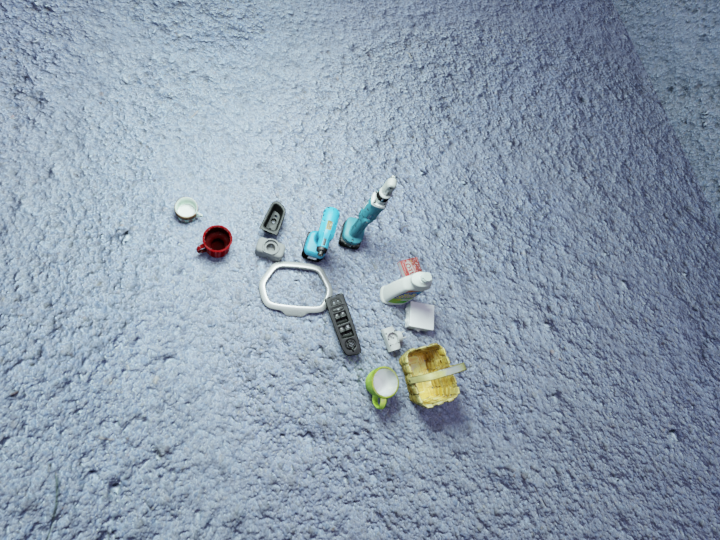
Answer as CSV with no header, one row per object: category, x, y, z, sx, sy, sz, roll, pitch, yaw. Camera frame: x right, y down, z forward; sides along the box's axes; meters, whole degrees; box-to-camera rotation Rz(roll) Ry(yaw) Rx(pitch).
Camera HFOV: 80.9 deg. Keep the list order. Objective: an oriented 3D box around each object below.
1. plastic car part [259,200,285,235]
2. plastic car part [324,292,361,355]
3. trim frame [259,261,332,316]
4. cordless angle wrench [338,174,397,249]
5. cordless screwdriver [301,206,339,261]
plastic car part,-0.300,-0.172,1.457,0.065,0.071,0.118,22,66,-8
plastic car part,-0.060,0.182,1.383,0.065,0.067,0.208,-16,75,-21
trim frame,-0.215,0.061,1.413,0.243,0.027,0.188,5,69,-12
cordless angle wrench,0.024,-0.179,1.346,0.073,0.425,0.099,18,68,-13
cordless screwdriver,-0.134,-0.087,1.368,0.073,0.250,0.161,18,68,-12
